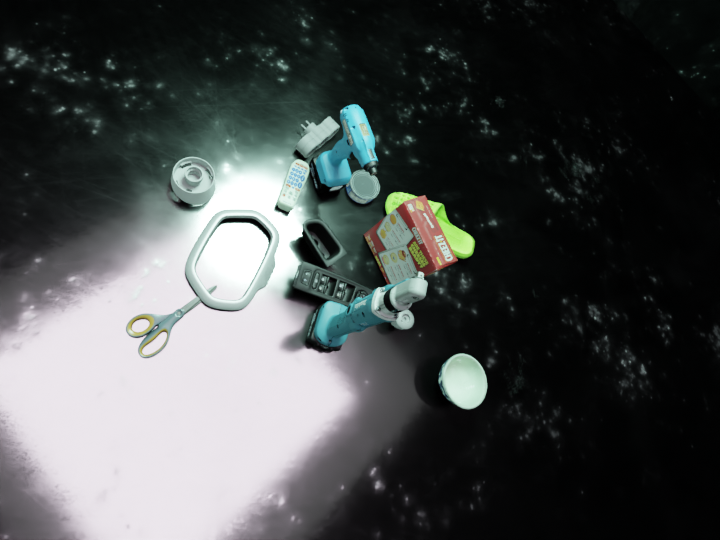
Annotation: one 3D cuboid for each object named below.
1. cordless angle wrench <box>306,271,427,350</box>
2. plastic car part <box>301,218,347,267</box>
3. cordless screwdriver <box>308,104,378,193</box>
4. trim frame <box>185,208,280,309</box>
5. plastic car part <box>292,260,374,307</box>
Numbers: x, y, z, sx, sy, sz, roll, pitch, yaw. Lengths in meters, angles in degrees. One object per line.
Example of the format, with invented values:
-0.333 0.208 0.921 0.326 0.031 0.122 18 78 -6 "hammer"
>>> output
0.001 0.081 0.787 0.072 0.429 0.099 23 67 -16 "cordless angle wrench"
-0.098 -0.064 1.003 0.065 0.072 0.117 -34 86 -27 "plastic car part"
-0.037 -0.250 0.992 0.072 0.252 0.162 -13 79 -27 "cordless screwdriver"
-0.281 -0.030 0.950 0.181 0.028 0.250 25 65 -10 "trim frame"
-0.062 0.047 0.978 0.198 0.068 0.067 20 67 -13 "plastic car part"
